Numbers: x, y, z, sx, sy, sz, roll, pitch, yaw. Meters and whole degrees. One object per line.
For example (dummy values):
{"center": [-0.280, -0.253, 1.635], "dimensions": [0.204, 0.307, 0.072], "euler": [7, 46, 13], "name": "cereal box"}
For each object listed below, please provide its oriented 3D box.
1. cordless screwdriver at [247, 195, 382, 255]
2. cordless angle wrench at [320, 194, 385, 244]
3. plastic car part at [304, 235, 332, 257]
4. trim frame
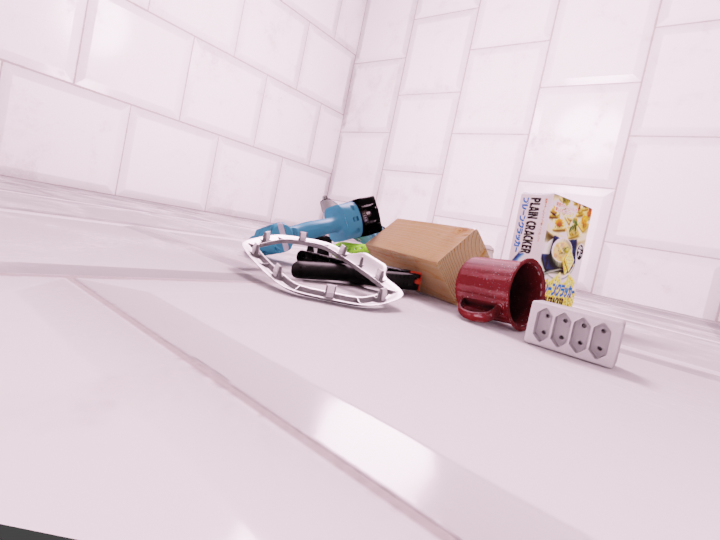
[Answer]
{"center": [-0.093, -0.079, 0.817], "dimensions": [0.241, 0.074, 0.165], "euler": [-18, 7, -31], "name": "cordless screwdriver"}
{"center": [-0.009, -0.109, 1.107], "dimensions": [0.076, 0.100, 0.405], "euler": [-19, -15, 16], "name": "cordless angle wrench"}
{"center": [-0.099, -0.065, 1.015], "dimensions": [0.064, 0.070, 0.120], "euler": [11, 8, -18], "name": "plastic car part"}
{"center": [-0.054, -0.011, 0.563], "dimensions": [0.176, 0.027, 0.262], "euler": [2, 18, -33], "name": "trim frame"}
